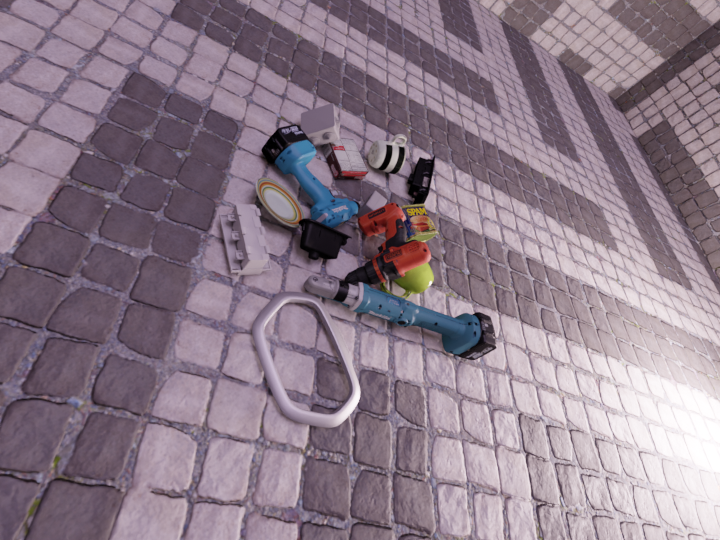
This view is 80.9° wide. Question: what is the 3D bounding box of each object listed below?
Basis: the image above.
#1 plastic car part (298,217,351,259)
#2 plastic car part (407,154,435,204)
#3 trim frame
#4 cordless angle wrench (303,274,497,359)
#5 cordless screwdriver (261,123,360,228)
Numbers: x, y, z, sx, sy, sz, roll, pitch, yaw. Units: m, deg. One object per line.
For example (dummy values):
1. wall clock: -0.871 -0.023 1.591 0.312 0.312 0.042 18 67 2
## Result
1. plastic car part: -0.084 -0.055 0.862 0.110 0.069 0.071 19 74 -42
2. plastic car part: 0.169 -0.256 1.185 0.068 0.064 0.204 17 49 8
3. trim frame: -0.092 0.150 0.745 0.177 0.028 0.257 -12 65 -37
4. cordless angle wrench: 0.083 0.085 0.864 0.410 0.098 0.076 20 49 -17
5. cordless screwdriver: -0.103 -0.212 0.961 0.252 0.076 0.154 56 38 6
